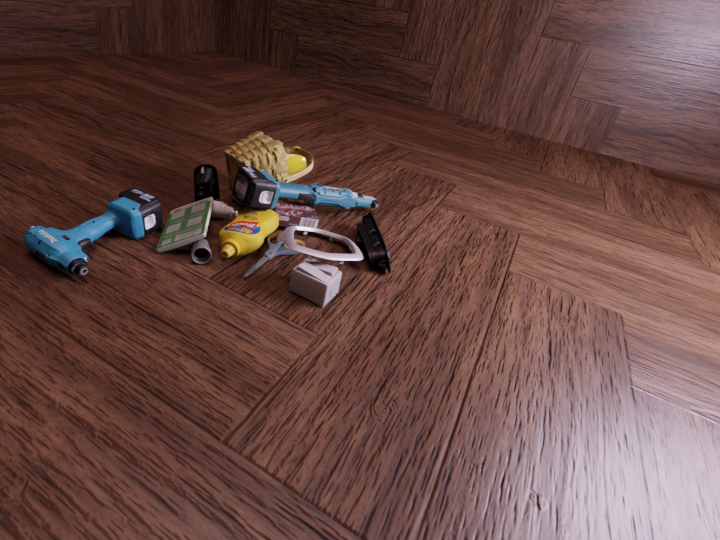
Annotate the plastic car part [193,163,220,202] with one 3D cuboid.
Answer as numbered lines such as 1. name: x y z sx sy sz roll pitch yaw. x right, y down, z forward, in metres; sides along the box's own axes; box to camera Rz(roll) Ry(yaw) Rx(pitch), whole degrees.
1. plastic car part: -0.389 -0.200 1.050 0.065 0.115 0.073 8 55 -9

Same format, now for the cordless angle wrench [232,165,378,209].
1. cordless angle wrench: -0.115 -0.192 1.078 0.403 0.074 0.104 -1 33 -40

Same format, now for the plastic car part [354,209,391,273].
1. plastic car part: 0.025 -0.068 0.992 0.066 0.064 0.212 -8 35 -12

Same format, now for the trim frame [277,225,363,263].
1. trim frame: -0.090 -0.059 0.923 0.181 0.027 0.256 11 17 -12

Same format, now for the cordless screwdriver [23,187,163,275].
1. cordless screwdriver: -0.507 -0.077 0.847 0.166 0.073 0.244 24 38 20
